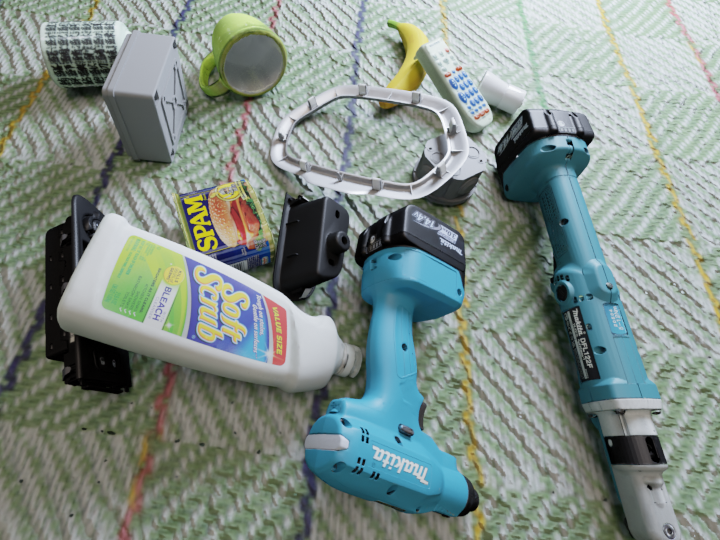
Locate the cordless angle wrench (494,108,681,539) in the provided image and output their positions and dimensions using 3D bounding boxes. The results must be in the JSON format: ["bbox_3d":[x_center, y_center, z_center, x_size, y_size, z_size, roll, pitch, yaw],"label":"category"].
[{"bbox_3d":[0.225,0.023,0.424,0.073,0.097,0.434,2,64,-10],"label":"cordless angle wrench"}]

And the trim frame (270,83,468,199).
[{"bbox_3d":[0.004,-0.163,0.513,0.259,0.026,0.184,20,67,23],"label":"trim frame"}]

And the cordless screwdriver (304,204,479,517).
[{"bbox_3d":[0.051,0.074,0.381,0.153,0.076,0.253,29,54,-24],"label":"cordless screwdriver"}]

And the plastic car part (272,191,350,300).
[{"bbox_3d":[-0.042,-0.028,0.431,0.062,0.073,0.119,30,51,-39],"label":"plastic car part"}]

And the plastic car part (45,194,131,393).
[{"bbox_3d":[-0.269,0.021,0.410,0.068,0.063,0.210,-23,64,11],"label":"plastic car part"}]
